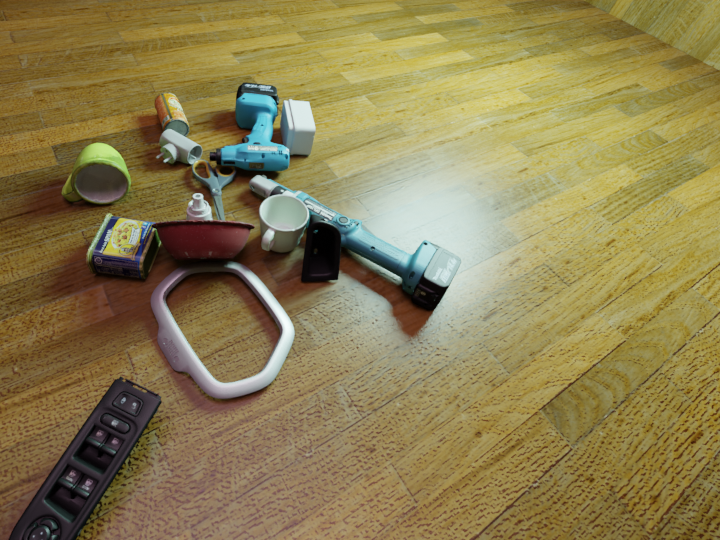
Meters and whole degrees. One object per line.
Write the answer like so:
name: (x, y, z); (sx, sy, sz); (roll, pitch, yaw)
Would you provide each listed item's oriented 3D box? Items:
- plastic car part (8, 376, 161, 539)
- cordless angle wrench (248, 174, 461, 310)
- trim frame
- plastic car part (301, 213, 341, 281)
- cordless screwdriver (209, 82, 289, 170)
plastic car part: (-0.310, 0.231, 0.482); (0.066, 0.066, 0.204); (25, 55, -2)
cordless angle wrench: (-0.033, -0.075, 0.779); (0.436, 0.073, 0.097); (29, 52, 15)
trim frame: (-0.214, 0.078, 0.650); (0.180, 0.027, 0.259); (-30, 64, -30)
plastic car part: (-0.071, -0.047, 0.729); (0.064, 0.114, 0.074); (-2, 29, -16)
cordless screwdriver: (-0.245, -0.311, 0.921); (0.156, 0.073, 0.258); (-2, 53, -14)
